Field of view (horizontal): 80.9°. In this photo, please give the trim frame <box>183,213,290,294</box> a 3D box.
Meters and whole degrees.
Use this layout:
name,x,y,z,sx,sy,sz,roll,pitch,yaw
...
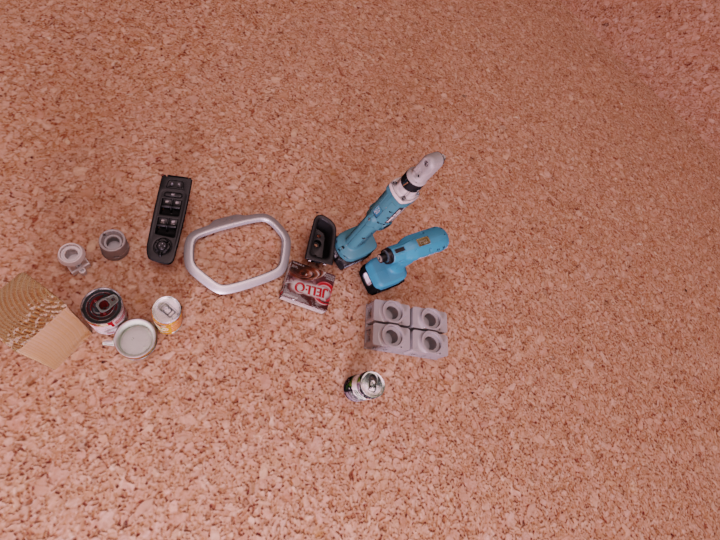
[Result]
name,x,y,z,sx,sy,sz,roll,pitch,yaw
trim frame,-0.273,-0.046,0.956,0.242,0.027,0.188,-20,75,-25

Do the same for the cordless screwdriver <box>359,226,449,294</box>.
name,x,y,z,sx,sy,sz,roll,pitch,yaw
cordless screwdriver,0.066,-0.013,0.925,0.155,0.251,0.076,-18,79,-26

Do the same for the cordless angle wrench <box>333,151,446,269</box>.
name,x,y,z,sx,sy,sz,roll,pitch,yaw
cordless angle wrench,0.042,-0.113,0.861,0.095,0.426,0.076,-23,81,-28

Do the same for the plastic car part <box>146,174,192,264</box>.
name,x,y,z,sx,sy,sz,roll,pitch,yaw
plastic car part,-0.414,-0.105,0.913,0.064,0.067,0.207,9,65,-17

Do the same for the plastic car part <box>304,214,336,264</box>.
name,x,y,z,sx,sy,sz,roll,pitch,yaw
plastic car part,-0.097,-0.064,0.996,0.064,0.071,0.119,14,64,-15
